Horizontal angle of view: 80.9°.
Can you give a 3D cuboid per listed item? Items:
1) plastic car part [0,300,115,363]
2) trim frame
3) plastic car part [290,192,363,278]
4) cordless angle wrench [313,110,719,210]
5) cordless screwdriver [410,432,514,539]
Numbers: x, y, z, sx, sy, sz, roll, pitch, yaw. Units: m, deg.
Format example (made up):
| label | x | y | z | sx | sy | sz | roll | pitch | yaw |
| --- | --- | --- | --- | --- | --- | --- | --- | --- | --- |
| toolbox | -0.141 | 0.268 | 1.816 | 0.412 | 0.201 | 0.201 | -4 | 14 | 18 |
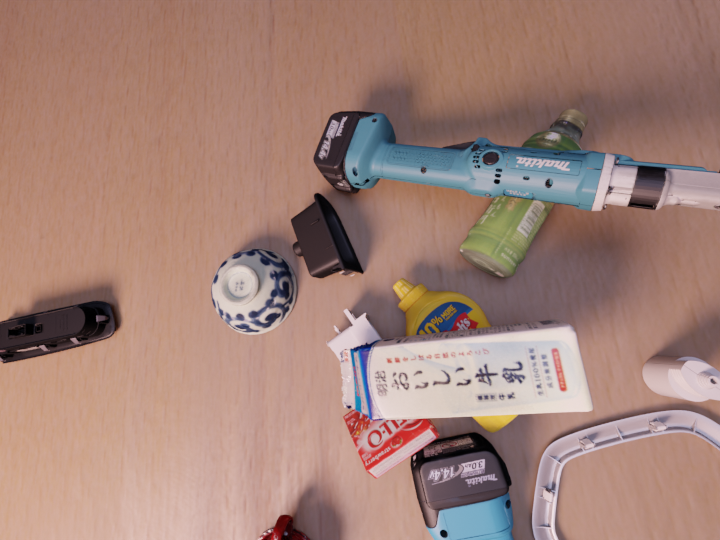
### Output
| label | x | y | z | sx | sy | sz | roll | pitch | yaw |
| --- | --- | --- | --- | --- | --- | --- | --- | --- | --- |
| plastic car part | -0.460 | 0.085 | 0.620 | 0.205 | 0.065 | 0.068 | -11 | 69 | 6 |
| trim frame | 0.307 | 0.252 | 0.436 | 0.250 | 0.027 | 0.188 | -17 | 75 | 5 |
| plastic car part | -0.055 | -0.036 | 0.567 | 0.072 | 0.063 | 0.120 | -32 | 70 | 16 |
| cordless angle wrench | 0.147 | -0.114 | 0.476 | 0.443 | 0.070 | 0.098 | 15 | 77 | 29 |
| cordless screwdriver | 0.115 | 0.314 | 0.438 | 0.160 | 0.072 | 0.254 | -21 | 78 | 6 |
